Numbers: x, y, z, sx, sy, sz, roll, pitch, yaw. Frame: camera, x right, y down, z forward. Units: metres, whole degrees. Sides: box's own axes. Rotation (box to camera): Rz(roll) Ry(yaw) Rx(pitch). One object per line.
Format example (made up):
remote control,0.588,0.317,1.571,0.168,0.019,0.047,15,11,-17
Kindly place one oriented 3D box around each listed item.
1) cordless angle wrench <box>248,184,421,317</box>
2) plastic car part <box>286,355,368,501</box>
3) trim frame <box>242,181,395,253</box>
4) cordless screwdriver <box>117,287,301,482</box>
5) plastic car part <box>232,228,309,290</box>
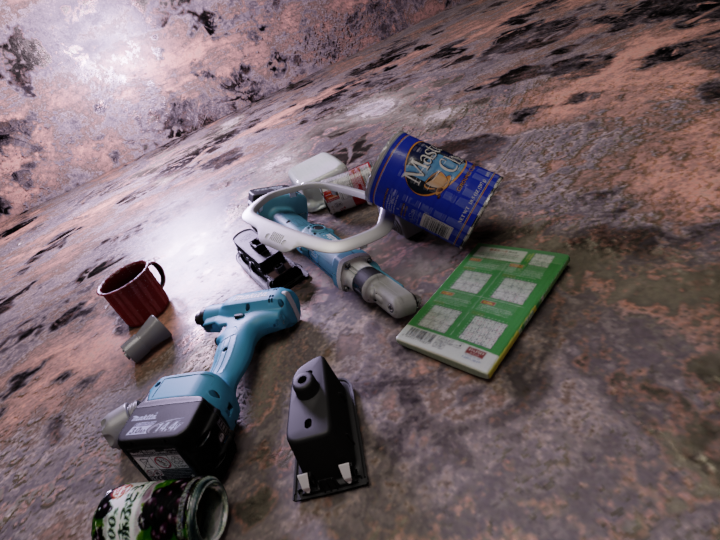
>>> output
cordless angle wrench,-0.062,-0.041,0.638,0.095,0.072,0.447,-14,30,-27
plastic car part,-0.039,0.127,0.381,0.066,0.068,0.120,-18,34,6
trim frame,-0.064,-0.082,0.622,0.262,0.026,0.180,22,44,35
cordless screwdriver,-0.179,0.113,0.495,0.164,0.071,0.251,-11,30,21
plastic car part,-0.166,-0.024,0.699,0.066,0.064,0.214,-41,32,-15
